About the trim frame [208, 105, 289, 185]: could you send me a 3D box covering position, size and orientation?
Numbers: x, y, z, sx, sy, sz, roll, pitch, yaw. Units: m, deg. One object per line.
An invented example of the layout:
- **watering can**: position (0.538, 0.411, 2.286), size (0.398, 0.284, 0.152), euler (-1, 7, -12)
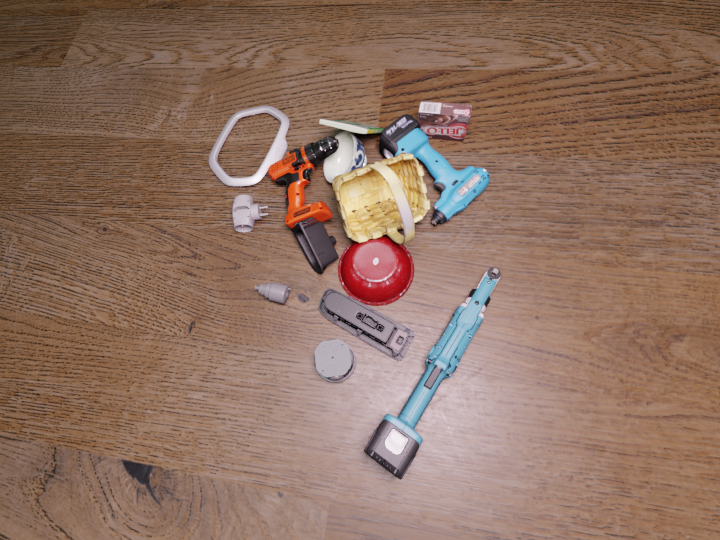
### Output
- **trim frame**: position (-0.278, -0.317, 1.066), size (0.190, 0.026, 0.250), euler (16, 70, 15)

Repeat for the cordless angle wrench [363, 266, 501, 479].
- **cordless angle wrench**: position (0.151, 0.164, 0.775), size (0.077, 0.095, 0.422), euler (30, 71, 16)

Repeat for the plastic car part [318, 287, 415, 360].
- **plastic car part**: position (0.003, 0.099, 0.835), size (0.211, 0.064, 0.066), euler (27, 82, 20)

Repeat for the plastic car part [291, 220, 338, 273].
- **plastic car part**: position (-0.089, -0.058, 0.908), size (0.070, 0.067, 0.116), euler (-31, 93, -21)

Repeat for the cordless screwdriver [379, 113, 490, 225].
- **cordless screwdriver**: position (0.140, -0.222, 0.938), size (0.158, 0.072, 0.257), euler (-43, 72, -10)
